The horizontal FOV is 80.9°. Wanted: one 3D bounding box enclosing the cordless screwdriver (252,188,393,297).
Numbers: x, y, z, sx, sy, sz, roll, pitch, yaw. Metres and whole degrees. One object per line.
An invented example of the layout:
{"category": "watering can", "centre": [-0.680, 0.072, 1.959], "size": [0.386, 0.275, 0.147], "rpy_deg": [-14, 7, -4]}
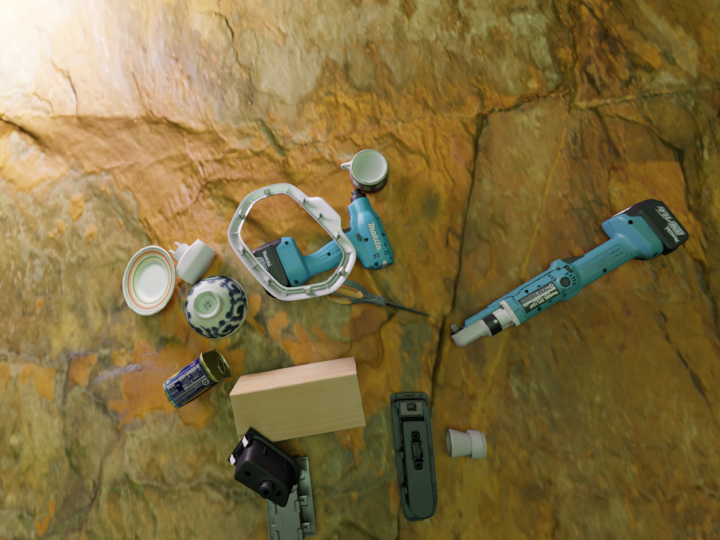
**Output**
{"category": "cordless screwdriver", "centre": [-0.077, -0.050, 0.787], "size": [0.247, 0.073, 0.163], "rpy_deg": [-18, 76, -4]}

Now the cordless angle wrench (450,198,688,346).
{"category": "cordless angle wrench", "centre": [0.349, 0.020, 0.744], "size": [0.423, 0.073, 0.100], "rpy_deg": [-30, 80, 0]}

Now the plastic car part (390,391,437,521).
{"category": "plastic car part", "centre": [0.095, 0.314, 0.706], "size": [0.066, 0.067, 0.205], "rpy_deg": [-3, 81, -6]}

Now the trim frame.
{"category": "trim frame", "centre": [-0.122, -0.058, 0.742], "size": [0.182, 0.027, 0.258], "rpy_deg": [-37, 67, -17]}

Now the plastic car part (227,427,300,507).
{"category": "plastic car part", "centre": [-0.144, 0.309, 0.640], "size": [0.117, 0.071, 0.066], "rpy_deg": [34, 95, 0]}
